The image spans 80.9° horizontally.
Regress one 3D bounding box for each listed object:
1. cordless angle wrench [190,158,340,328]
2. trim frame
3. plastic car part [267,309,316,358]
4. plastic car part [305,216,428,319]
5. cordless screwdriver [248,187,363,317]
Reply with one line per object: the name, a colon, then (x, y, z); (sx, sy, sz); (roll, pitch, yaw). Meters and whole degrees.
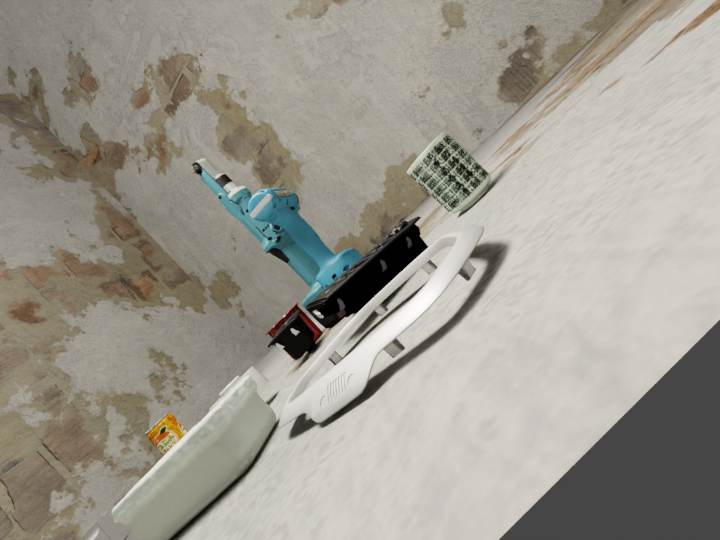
cordless angle wrench: (-0.177, -0.070, 0.837); (0.096, 0.426, 0.075); (-41, -6, -46)
trim frame: (0.013, 0.049, 0.359); (0.251, 0.027, 0.182); (-43, 3, 33)
plastic car part: (-0.110, 0.117, 0.750); (0.066, 0.071, 0.116); (-45, 1, 5)
plastic car part: (0.024, -0.001, 0.550); (0.201, 0.067, 0.067); (-46, 0, -28)
cordless screwdriver: (-0.070, -0.046, 0.718); (0.075, 0.250, 0.157); (-46, -3, 17)
